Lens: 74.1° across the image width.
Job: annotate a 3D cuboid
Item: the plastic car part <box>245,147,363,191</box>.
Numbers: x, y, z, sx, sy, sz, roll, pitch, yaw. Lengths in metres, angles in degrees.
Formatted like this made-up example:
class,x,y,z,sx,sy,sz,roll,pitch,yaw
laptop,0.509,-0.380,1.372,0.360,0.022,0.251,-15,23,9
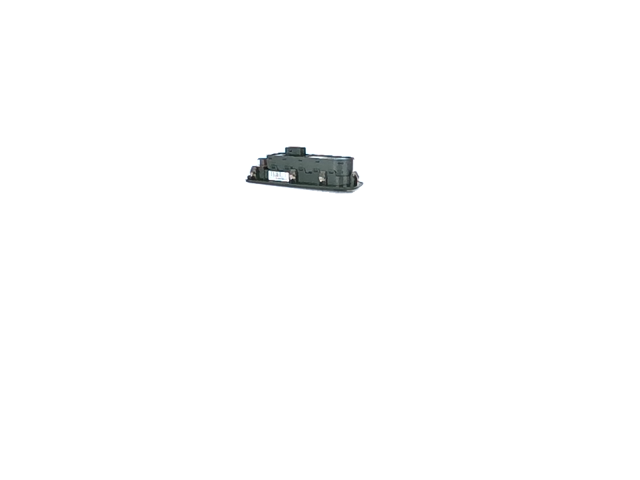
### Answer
class,x,y,z,sx,sy,sz,roll,pitch,yaw
plastic car part,-0.023,-0.112,0.671,0.204,0.067,0.066,15,16,31
